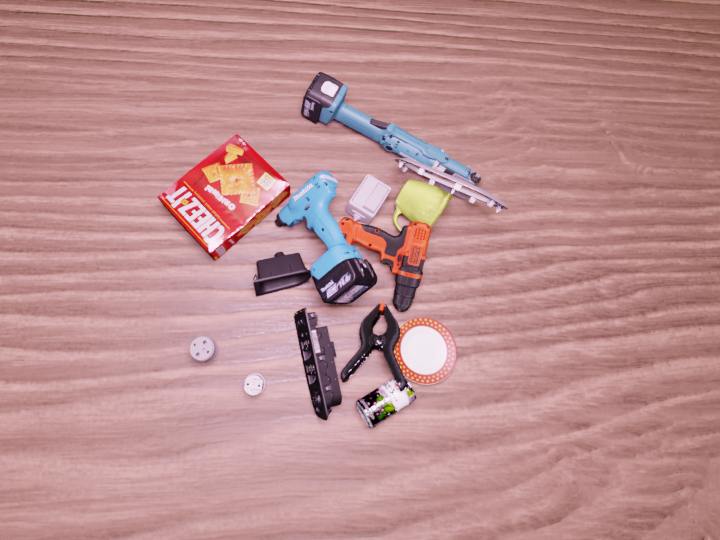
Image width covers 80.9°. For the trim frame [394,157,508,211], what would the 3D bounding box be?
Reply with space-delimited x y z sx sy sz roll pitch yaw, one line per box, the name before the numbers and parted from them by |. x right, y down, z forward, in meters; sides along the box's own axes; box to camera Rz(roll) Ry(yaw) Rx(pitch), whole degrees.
trim frame | 0.176 -0.174 0.854 0.259 0.177 0.027 28 102 22

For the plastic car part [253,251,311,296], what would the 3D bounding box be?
plastic car part | -0.162 -0.002 0.845 0.115 0.064 0.074 -16 64 -13

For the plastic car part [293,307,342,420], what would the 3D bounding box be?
plastic car part | -0.078 0.173 0.801 0.064 0.068 0.207 1 71 -34

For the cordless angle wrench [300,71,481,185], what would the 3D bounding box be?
cordless angle wrench | 0.073 -0.293 0.934 0.422 0.098 0.074 28 74 -1

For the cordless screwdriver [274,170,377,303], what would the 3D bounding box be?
cordless screwdriver | -0.079 -0.052 0.808 0.162 0.070 0.258 -36 63 29
